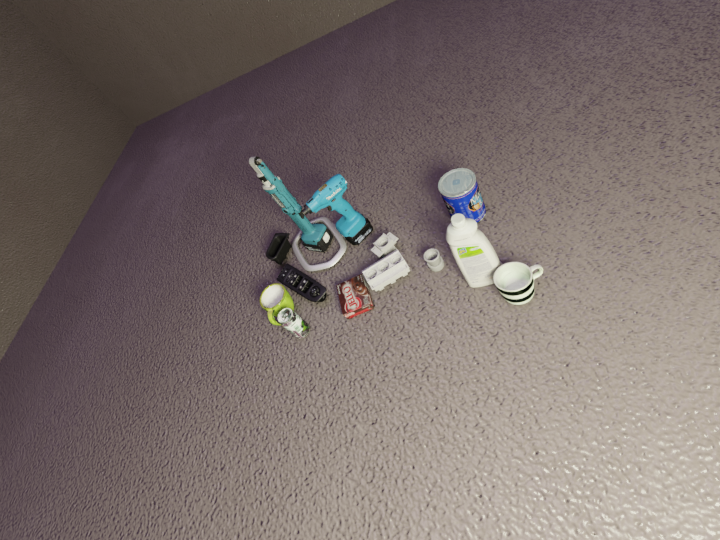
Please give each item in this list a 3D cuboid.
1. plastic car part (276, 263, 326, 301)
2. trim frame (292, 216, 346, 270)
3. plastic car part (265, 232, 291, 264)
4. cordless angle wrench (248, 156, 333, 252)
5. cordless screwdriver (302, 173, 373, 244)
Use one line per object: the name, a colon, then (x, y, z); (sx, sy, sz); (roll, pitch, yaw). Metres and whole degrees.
plastic car part: (-0.180, 0.051, 1.351); (0.215, 0.063, 0.066); (26, 72, 42)
trim frame: (-0.143, -0.094, 1.464); (0.184, 0.026, 0.262); (-37, 45, 2)
plastic car part: (-0.286, -0.070, 1.507); (0.069, 0.067, 0.118); (0, 57, 32)
cordless angle wrench: (-0.224, -0.206, 1.338); (0.103, 0.400, 0.075); (9, 61, 36)
cordless screwdriver: (-0.071, -0.171, 1.332); (0.159, 0.235, 0.079); (-41, 45, -3)
